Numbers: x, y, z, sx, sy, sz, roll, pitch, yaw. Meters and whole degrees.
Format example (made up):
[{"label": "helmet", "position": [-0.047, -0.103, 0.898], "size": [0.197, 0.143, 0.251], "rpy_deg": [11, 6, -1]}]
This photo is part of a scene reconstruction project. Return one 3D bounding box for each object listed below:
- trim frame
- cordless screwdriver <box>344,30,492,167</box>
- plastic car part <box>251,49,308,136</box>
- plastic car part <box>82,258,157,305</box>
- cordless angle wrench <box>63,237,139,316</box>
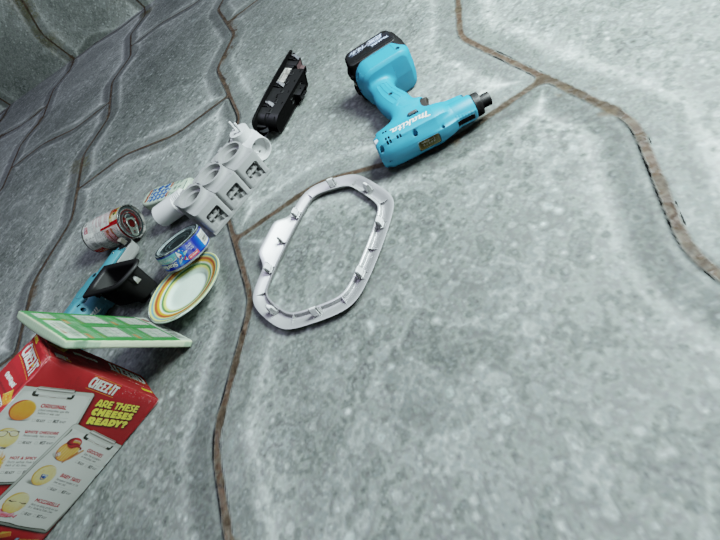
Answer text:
[{"label": "trim frame", "position": [-0.055, -0.036, 0.566], "size": [0.193, 0.026, 0.250], "rpy_deg": [5, 62, 35]}, {"label": "cordless screwdriver", "position": [0.073, -0.272, 0.632], "size": [0.161, 0.070, 0.259], "rpy_deg": [-25, 52, 12]}, {"label": "plastic car part", "position": [-0.147, -0.335, 0.823], "size": [0.069, 0.064, 0.204], "rpy_deg": [19, 65, 11]}, {"label": "plastic car part", "position": [-0.376, 0.027, 0.681], "size": [0.121, 0.067, 0.067], "rpy_deg": [-8, 49, 31]}, {"label": "cordless angle wrench", "position": [-0.477, 0.122, 0.671], "size": [0.077, 0.093, 0.427], "rpy_deg": [-1, 53, 30]}]
